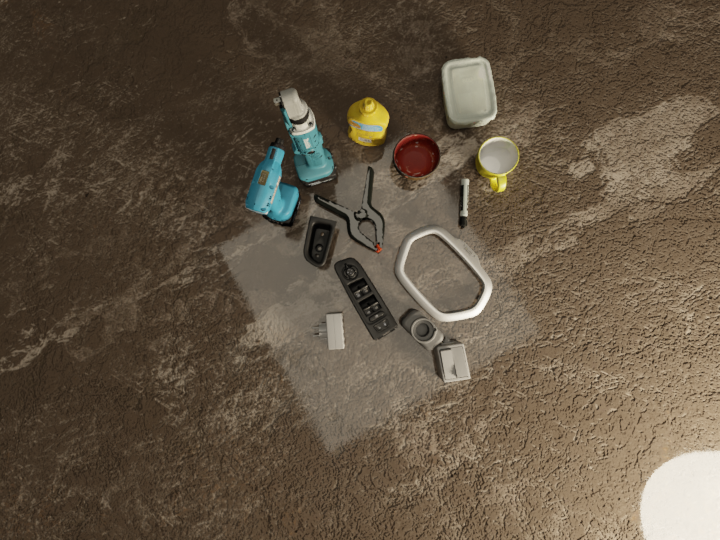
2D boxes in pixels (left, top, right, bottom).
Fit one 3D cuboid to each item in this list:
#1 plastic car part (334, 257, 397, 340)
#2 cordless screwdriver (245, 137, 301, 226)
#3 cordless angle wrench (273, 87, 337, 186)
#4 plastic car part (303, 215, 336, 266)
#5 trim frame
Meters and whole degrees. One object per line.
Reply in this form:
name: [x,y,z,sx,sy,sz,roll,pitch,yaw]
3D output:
plastic car part: [0.009,0.060,1.002,0.066,0.066,0.206,-31,82,0]
cordless screwdriver: [-0.188,-0.190,0.962,0.075,0.246,0.159,17,86,2]
cordless angle wrench: [-0.111,-0.268,0.877,0.098,0.418,0.075,-15,87,0]
plastic car part: [-0.100,-0.066,1.026,0.067,0.070,0.117,12,85,4]
trim frame: [0.196,0.006,1.009,0.184,0.027,0.253,-42,81,0]
